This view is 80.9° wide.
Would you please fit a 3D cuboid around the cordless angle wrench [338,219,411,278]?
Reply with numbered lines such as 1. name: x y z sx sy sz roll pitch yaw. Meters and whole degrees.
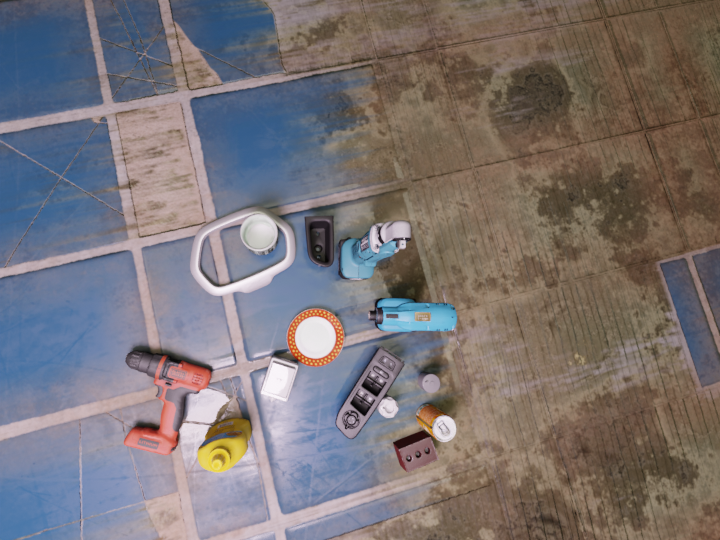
1. cordless angle wrench: 0.021 -0.042 0.799 0.073 0.425 0.098 2 85 -10

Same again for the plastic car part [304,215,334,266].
1. plastic car part: -0.095 -0.062 0.970 0.065 0.071 0.117 -2 83 -9

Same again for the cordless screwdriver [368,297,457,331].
1. cordless screwdriver: 0.075 0.092 0.872 0.157 0.250 0.075 2 85 -9

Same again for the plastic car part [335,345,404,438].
1. plastic car part: 0.012 0.267 0.933 0.066 0.067 0.203 34 80 -3

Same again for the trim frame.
1. trim frame: -0.270 -0.043 0.973 0.246 0.027 0.186 -24 85 -8
